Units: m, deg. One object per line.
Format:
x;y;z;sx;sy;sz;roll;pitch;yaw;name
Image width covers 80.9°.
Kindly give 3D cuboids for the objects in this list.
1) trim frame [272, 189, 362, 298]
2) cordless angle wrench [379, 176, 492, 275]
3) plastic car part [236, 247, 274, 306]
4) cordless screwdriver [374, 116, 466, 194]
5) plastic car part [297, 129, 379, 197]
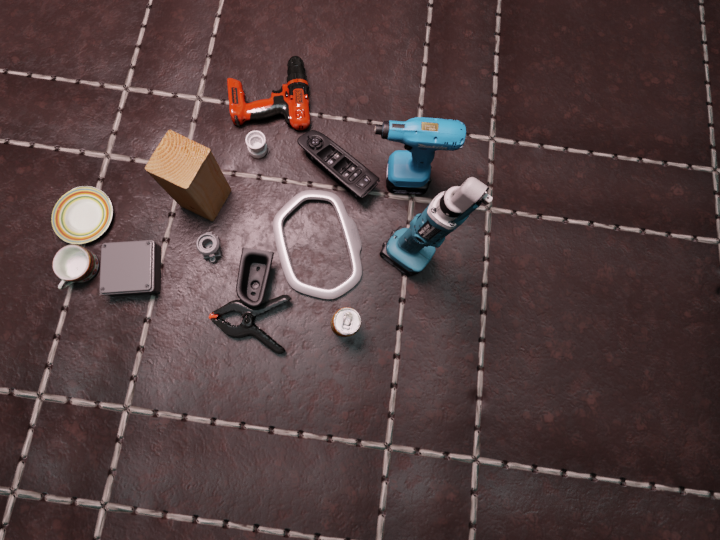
-0.090;-0.059;0.924;0.183;0.027;0.253;-16;78;-5;trim frame
0.118;-0.071;0.731;0.099;0.420;0.074;38;78;1;cordless angle wrench
-0.220;0.019;0.881;0.066;0.070;0.118;8;78;-3;plastic car part
0.093;-0.231;0.856;0.159;0.247;0.075;5;80;-4;cordless screwdriver
-0.054;-0.237;0.946;0.206;0.066;0.066;42;79;7;plastic car part
